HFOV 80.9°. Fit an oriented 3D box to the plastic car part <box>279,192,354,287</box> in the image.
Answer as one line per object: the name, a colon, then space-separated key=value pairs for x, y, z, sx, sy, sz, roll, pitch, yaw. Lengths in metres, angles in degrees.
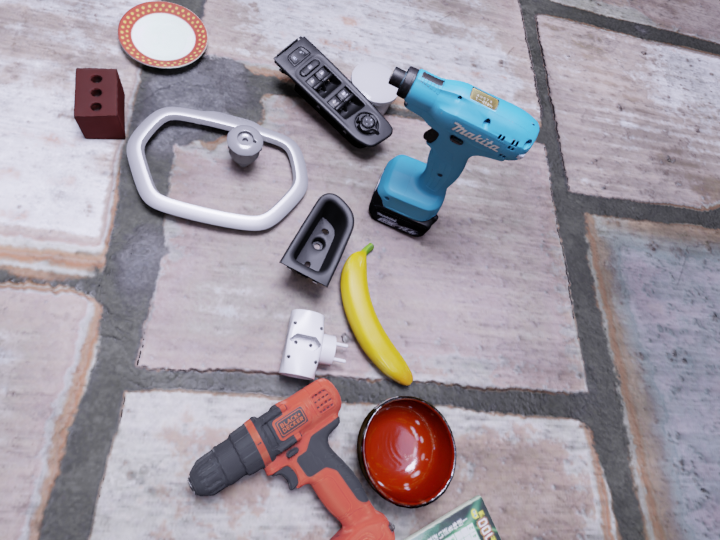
plastic car part: x=-0.054 y=-0.036 z=0.555 sx=0.065 sy=0.071 sz=0.117 roll=28 pitch=66 yaw=-5

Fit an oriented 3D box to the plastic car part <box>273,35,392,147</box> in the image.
plastic car part: x=-0.043 y=-0.256 z=0.644 sx=0.205 sy=0.067 sz=0.066 roll=43 pitch=66 yaw=4

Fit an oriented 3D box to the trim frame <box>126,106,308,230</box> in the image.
trim frame: x=-0.194 y=-0.147 z=0.588 sx=0.244 sy=0.027 sz=0.187 roll=10 pitch=68 yaw=-9

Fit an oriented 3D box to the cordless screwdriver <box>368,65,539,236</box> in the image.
cordless screwdriver: x=0.073 y=-0.139 z=0.527 sx=0.158 sy=0.250 sz=0.075 roll=26 pitch=67 yaw=-7
